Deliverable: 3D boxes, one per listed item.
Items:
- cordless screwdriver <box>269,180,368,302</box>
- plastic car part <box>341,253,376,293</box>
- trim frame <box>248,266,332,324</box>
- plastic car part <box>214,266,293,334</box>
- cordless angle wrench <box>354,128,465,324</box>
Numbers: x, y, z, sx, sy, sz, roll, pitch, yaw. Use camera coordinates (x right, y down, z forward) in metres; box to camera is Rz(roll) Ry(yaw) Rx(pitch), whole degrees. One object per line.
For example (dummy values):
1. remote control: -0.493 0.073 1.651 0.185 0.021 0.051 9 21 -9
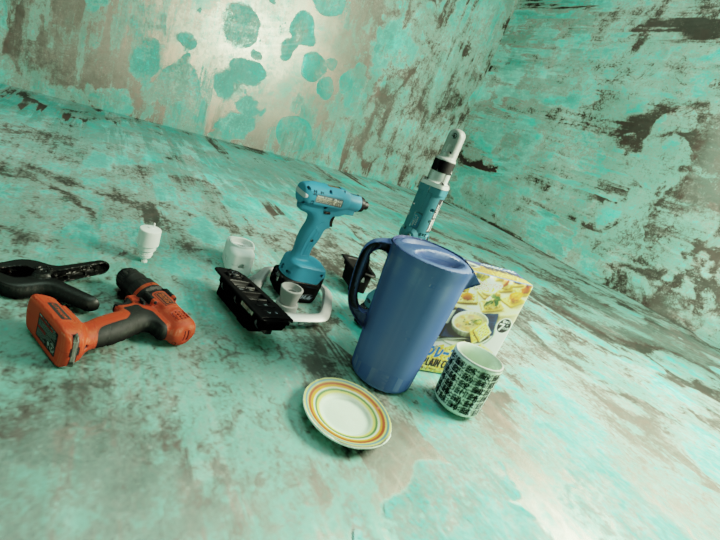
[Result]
1. cordless screwdriver: -0.085 -0.056 0.872 0.152 0.247 0.078 8 22 -33
2. plastic car part: -0.012 0.015 1.016 0.064 0.070 0.121 13 20 -20
3. trim frame: -0.147 0.047 0.870 0.183 0.027 0.253 17 20 -6
4. plastic car part: -0.199 0.055 0.741 0.063 0.066 0.215 2 26 -42
5. cordless angle wrench: 0.104 -0.068 0.822 0.078 0.419 0.094 29 20 22
